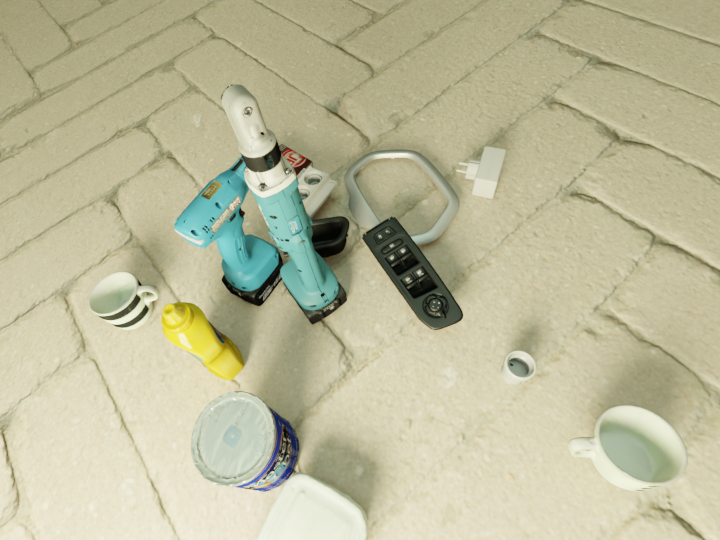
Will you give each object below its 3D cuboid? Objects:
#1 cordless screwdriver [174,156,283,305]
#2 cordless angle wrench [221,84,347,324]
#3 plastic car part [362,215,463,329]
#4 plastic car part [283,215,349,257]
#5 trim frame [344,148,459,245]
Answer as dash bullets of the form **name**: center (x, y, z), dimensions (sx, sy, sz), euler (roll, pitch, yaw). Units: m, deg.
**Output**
- **cordless screwdriver**: center (-0.180, -0.058, 0.665), dimensions (0.077, 0.239, 0.159), euler (25, 66, 19)
- **cordless angle wrench**: center (-0.091, -0.055, 0.548), dimensions (0.074, 0.407, 0.103), euler (-33, 62, -13)
- **plastic car part**: center (0.081, 0.012, 0.677), dimensions (0.066, 0.064, 0.213), euler (-29, 59, -9)
- **plastic car part**: center (-0.072, -0.047, 0.739), dimensions (0.117, 0.068, 0.068), euler (-9, 59, 4)
- **trim frame**: center (0.070, -0.143, 0.795), dimensions (0.183, 0.026, 0.260), euler (-26, 58, -5)
